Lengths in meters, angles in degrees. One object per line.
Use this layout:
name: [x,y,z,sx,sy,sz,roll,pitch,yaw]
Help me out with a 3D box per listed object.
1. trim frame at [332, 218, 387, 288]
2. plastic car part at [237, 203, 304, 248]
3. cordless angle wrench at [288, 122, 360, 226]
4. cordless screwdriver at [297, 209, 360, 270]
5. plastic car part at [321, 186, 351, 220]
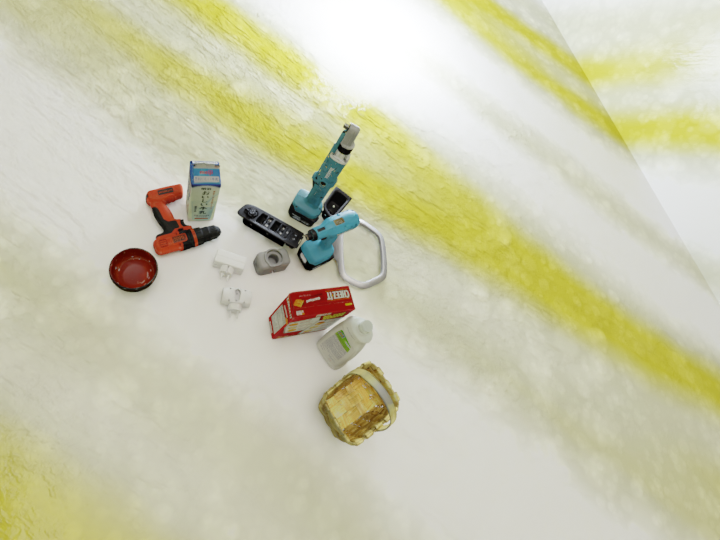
trim frame: [-0.002,-0.057,1.341,0.179,0.028,0.255,7,63,-18]
plastic car part: [-0.269,-0.127,1.249,0.201,0.067,0.066,32,58,-4]
cordless angle wrench: [-0.096,-0.258,1.170,0.096,0.427,0.075,31,59,-11]
cordless screwdriver: [-0.115,-0.075,1.175,0.155,0.251,0.076,-25,81,-31]
plastic car part: [-0.090,-0.200,1.353,0.066,0.071,0.116,36,58,-5]
